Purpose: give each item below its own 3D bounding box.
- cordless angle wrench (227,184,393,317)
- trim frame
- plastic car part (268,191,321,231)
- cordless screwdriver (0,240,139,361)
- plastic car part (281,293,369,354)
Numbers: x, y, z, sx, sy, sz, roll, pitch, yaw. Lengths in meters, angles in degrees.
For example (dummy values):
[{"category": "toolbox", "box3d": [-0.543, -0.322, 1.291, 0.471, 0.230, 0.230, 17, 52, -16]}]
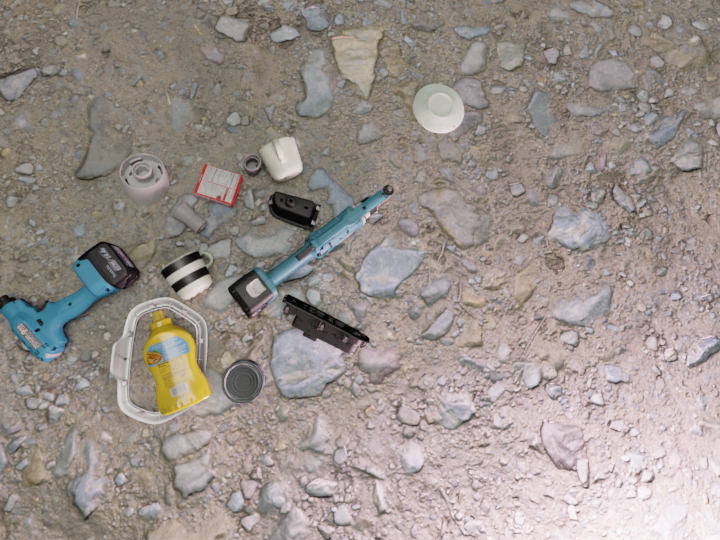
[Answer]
[{"category": "cordless angle wrench", "box3d": [-0.089, -0.058, 0.906, 0.419, 0.098, 0.075, -39, 89, -16]}, {"category": "trim frame", "box3d": [-0.405, 0.179, 0.854, 0.183, 0.027, 0.251, 2, 80, -4]}, {"category": "plastic car part", "box3d": [-0.146, -0.138, 0.920, 0.115, 0.071, 0.066, 18, 77, -6]}, {"category": "cordless screwdriver", "box3d": [-0.583, 0.040, 0.843, 0.160, 0.074, 0.248, 44, 82, 3]}, {"category": "plastic car part", "box3d": [-0.077, 0.119, 0.880, 0.203, 0.066, 0.067, 23, 88, -1]}]
